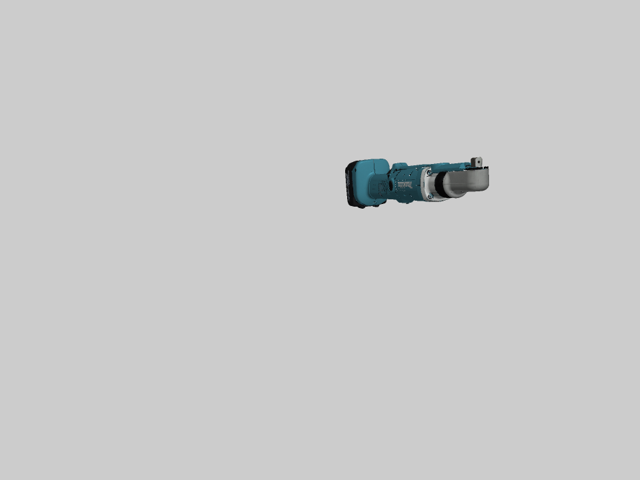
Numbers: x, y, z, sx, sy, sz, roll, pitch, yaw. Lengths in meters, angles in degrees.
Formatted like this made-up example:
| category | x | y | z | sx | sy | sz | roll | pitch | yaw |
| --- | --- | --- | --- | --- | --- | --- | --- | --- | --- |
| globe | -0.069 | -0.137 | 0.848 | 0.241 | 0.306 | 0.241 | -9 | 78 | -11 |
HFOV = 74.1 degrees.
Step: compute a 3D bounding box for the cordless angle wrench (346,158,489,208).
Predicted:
| category | x | y | z | sx | sy | sz | roll | pitch | yaw |
| --- | --- | --- | --- | --- | --- | --- | --- | --- | --- |
| cordless angle wrench | 0.140 | -0.094 | 0.700 | 0.074 | 0.098 | 0.423 | -7 | 8 | -13 |
